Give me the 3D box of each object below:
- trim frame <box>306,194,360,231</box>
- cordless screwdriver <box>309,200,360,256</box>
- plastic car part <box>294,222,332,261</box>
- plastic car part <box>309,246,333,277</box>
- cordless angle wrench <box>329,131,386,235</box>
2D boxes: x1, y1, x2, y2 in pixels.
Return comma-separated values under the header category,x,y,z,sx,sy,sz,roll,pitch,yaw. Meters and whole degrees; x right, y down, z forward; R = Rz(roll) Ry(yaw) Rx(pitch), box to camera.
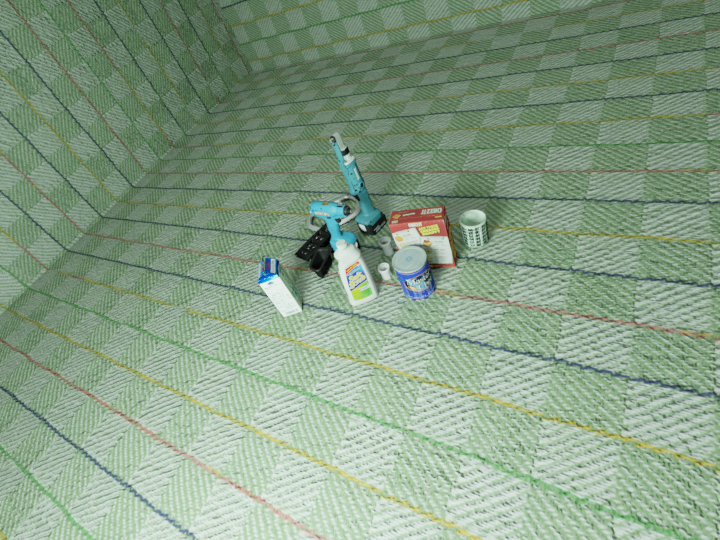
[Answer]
category,x,y,z,sx,sy,sz,roll,pitch,yaw
trim frame,-0.108,-0.234,1.735,0.248,0.026,0.194,-30,42,-2
cordless screwdriver,-0.065,-0.140,1.465,0.167,0.236,0.074,11,53,34
plastic car part,-0.157,-0.103,1.607,0.070,0.064,0.202,16,58,38
plastic car part,-0.137,-0.021,1.515,0.069,0.067,0.117,0,49,27
cordless angle wrench,-0.015,-0.300,1.470,0.079,0.402,0.097,25,62,41
